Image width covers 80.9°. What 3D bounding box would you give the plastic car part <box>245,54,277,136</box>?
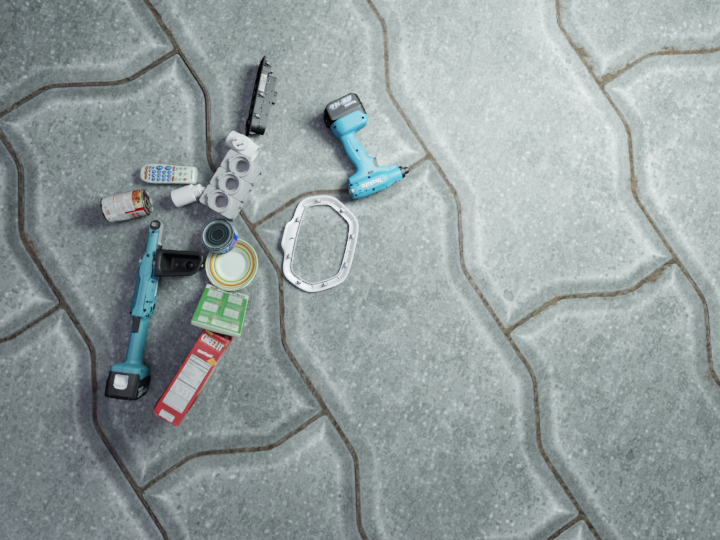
[{"bbox_3d":[-0.250,-0.428,1.068,0.064,0.069,0.203,17,85,-30],"label":"plastic car part"}]

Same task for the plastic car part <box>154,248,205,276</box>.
[{"bbox_3d":[-0.432,-0.015,1.030,0.117,0.070,0.066,2,84,1],"label":"plastic car part"}]

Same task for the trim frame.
[{"bbox_3d":[-0.105,-0.068,1.070,0.184,0.027,0.248,14,89,-1],"label":"trim frame"}]

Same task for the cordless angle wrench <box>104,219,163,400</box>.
[{"bbox_3d":[-0.527,0.086,1.022,0.074,0.098,0.425,8,83,-6],"label":"cordless angle wrench"}]

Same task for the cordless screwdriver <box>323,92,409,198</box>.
[{"bbox_3d":[0.011,-0.319,1.064,0.158,0.075,0.248,-21,93,-4],"label":"cordless screwdriver"}]
